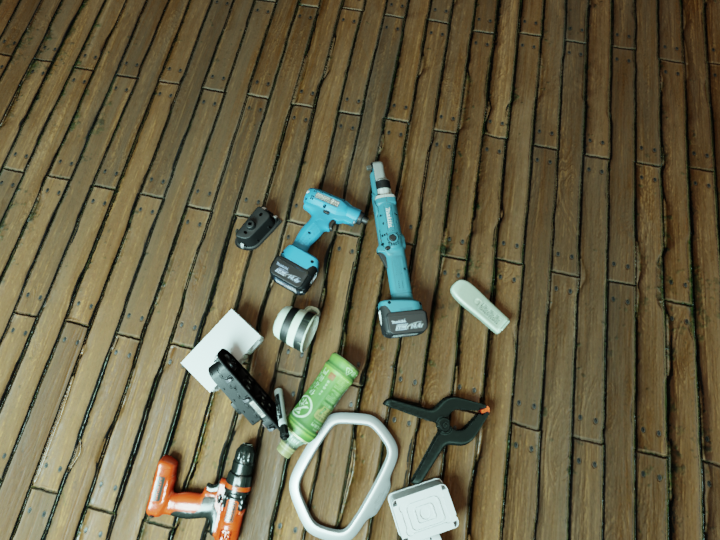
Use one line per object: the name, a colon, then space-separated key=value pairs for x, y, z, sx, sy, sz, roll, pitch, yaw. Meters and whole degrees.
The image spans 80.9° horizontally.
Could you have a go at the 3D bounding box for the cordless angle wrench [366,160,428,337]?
cordless angle wrench: x=0.069 y=-0.064 z=0.969 sx=0.098 sy=0.073 sz=0.433 roll=-7 pitch=71 yaw=-3

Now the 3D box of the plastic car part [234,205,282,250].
plastic car part: x=-0.247 y=-0.102 z=0.987 sx=0.067 sy=0.070 sz=0.116 roll=36 pitch=74 yaw=10

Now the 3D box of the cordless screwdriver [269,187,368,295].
cordless screwdriver: x=-0.095 y=-0.062 z=0.970 sx=0.162 sy=0.073 sz=0.250 roll=23 pitch=71 yaw=7

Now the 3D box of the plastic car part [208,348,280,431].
plastic car part: x=-0.234 y=0.243 z=0.847 sx=0.068 sy=0.067 sz=0.198 roll=-30 pitch=103 yaw=9

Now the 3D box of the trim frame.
trim frame: x=-0.032 y=0.407 z=0.848 sx=0.188 sy=0.027 sz=0.248 roll=30 pitch=74 yaw=11
